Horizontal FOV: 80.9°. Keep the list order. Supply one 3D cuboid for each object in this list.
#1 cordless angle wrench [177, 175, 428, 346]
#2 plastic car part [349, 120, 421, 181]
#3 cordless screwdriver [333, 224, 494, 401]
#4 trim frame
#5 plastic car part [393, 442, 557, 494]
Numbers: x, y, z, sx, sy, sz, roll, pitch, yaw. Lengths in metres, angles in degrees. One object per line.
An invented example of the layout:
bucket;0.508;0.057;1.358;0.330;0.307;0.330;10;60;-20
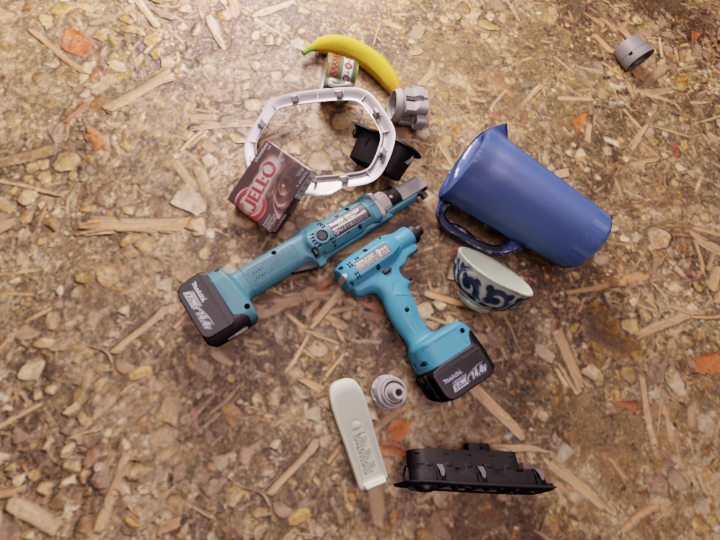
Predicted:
cordless angle wrench;-0.062;-0.041;0.638;0.417;0.074;0.100;-33;81;-19
plastic car part;0.029;-0.185;0.690;0.122;0.063;0.071;34;96;26
cordless screwdriver;0.092;0.054;0.625;0.157;0.073;0.255;-33;75;-17
trim frame;-0.071;-0.205;0.671;0.254;0.027;0.186;0;80;12
plastic car part;0.145;0.267;0.565;0.200;0.065;0.069;1;63;-8
